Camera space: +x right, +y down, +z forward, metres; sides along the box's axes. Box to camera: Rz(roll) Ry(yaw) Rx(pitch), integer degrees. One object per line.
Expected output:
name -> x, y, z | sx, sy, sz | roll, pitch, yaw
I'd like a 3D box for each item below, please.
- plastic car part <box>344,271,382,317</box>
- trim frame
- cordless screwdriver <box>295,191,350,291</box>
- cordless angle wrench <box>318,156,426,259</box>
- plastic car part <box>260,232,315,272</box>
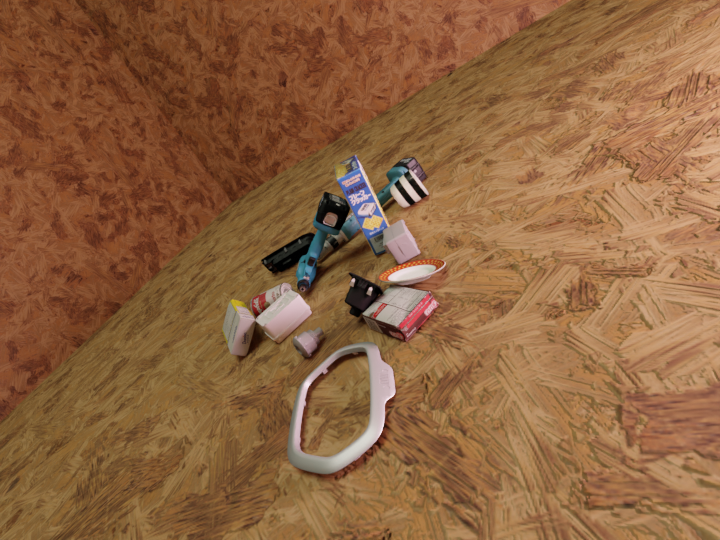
plastic car part -> 0.002, 0.055, 0.818 | 0.071, 0.068, 0.113 | -61, -14, -10
trim frame -> -0.032, 0.202, 0.655 | 0.186, 0.027, 0.253 | -31, 22, 14
cordless screwdriver -> -0.107, -0.070, 1.094 | 0.163, 0.073, 0.247 | -90, 23, -63
cordless angle wrench -> 0.016, -0.176, 1.254 | 0.420, 0.072, 0.102 | -43, 23, -12
plastic car part -> -0.219, -0.052, 1.347 | 0.204, 0.063, 0.070 | -32, 31, 9
